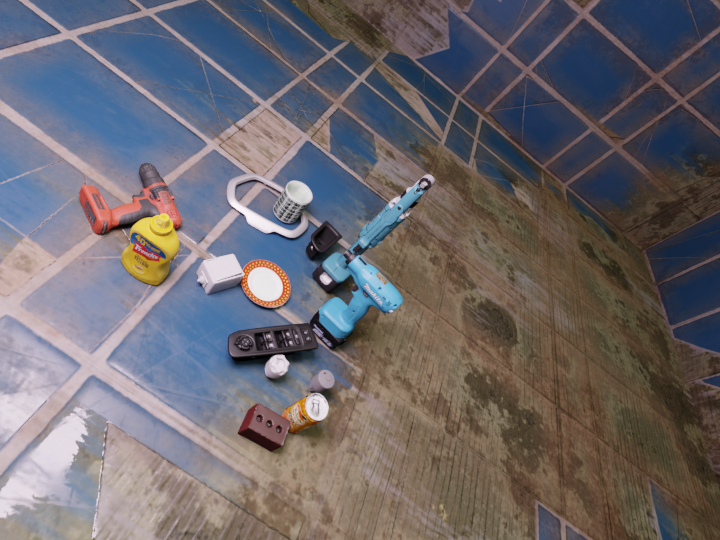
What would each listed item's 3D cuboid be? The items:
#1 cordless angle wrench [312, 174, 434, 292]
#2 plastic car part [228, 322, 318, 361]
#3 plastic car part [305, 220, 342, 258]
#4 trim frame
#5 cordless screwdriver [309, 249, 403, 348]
[{"bbox_3d":[0.028,-0.085,1.008,0.075,0.428,0.096,48,42,0],"label":"cordless angle wrench"},{"bbox_3d":[-0.196,0.158,0.912,0.193,0.068,0.069,1,58,-36],"label":"plastic car part"},{"bbox_3d":[-0.113,-0.074,1.159,0.066,0.072,0.115,44,42,-1],"label":"plastic car part"},{"bbox_3d":[-0.255,-0.181,1.174,0.242,0.028,0.187,29,44,-14],"label":"trim frame"},{"bbox_3d":[-0.033,0.069,0.969,0.160,0.252,0.073,49,42,3],"label":"cordless screwdriver"}]
